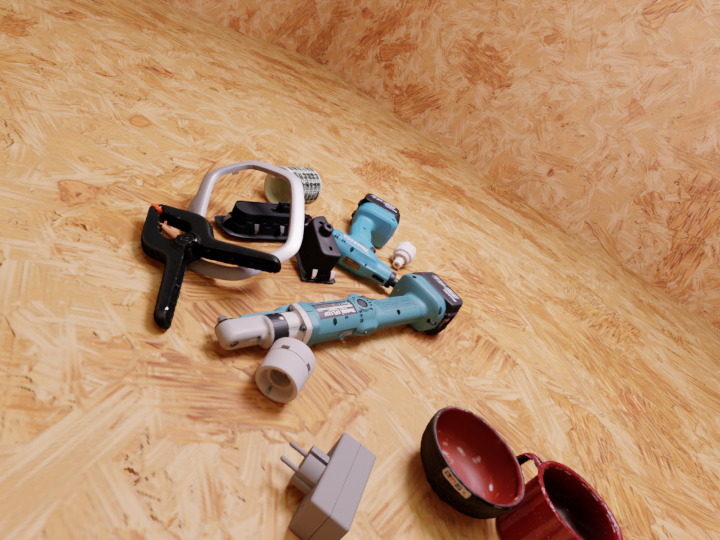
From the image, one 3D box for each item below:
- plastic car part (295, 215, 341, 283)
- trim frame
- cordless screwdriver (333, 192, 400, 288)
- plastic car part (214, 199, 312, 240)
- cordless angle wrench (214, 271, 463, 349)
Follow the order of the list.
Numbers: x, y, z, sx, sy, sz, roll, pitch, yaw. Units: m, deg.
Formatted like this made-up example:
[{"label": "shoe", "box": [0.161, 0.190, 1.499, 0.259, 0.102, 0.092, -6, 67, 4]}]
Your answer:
[{"label": "plastic car part", "box": [-0.069, -0.045, 0.701, 0.063, 0.072, 0.121, 8, 51, -37]}, {"label": "trim frame", "box": [-0.177, -0.085, 0.638, 0.184, 0.027, 0.257, -3, 53, -2]}, {"label": "cordless screwdriver", "box": [0.028, -0.060, 0.844, 0.160, 0.074, 0.248, 31, 31, 2]}, {"label": "plastic car part", "box": [-0.152, -0.087, 0.734, 0.194, 0.067, 0.069, -7, 52, -45]}, {"label": "cordless angle wrench", "box": [-0.010, 0.064, 0.605, 0.403, 0.074, 0.103, -4, 43, -43]}]
